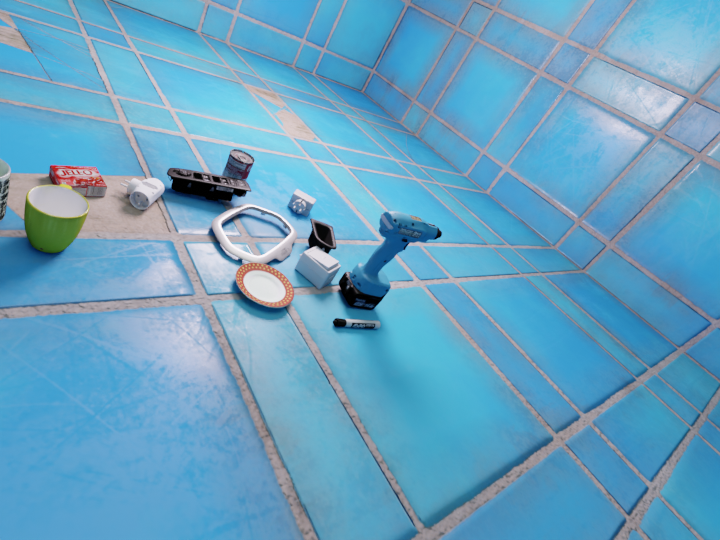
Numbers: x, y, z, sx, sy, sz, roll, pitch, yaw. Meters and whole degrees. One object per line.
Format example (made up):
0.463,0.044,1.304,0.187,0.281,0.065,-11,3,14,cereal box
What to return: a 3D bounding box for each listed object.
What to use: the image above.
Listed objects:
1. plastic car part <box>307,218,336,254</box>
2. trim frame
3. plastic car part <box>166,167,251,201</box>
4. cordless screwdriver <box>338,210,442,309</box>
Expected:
-0.104,-0.068,1.064,0.064,0.071,0.121,19,31,-22,plastic car part
-0.248,-0.090,1.015,0.186,0.027,0.247,32,29,4,trim frame
-0.378,-0.210,1.045,0.194,0.067,0.070,10,36,-31,plastic car part
0.067,-0.020,0.960,0.152,0.248,0.078,11,36,-33,cordless screwdriver
